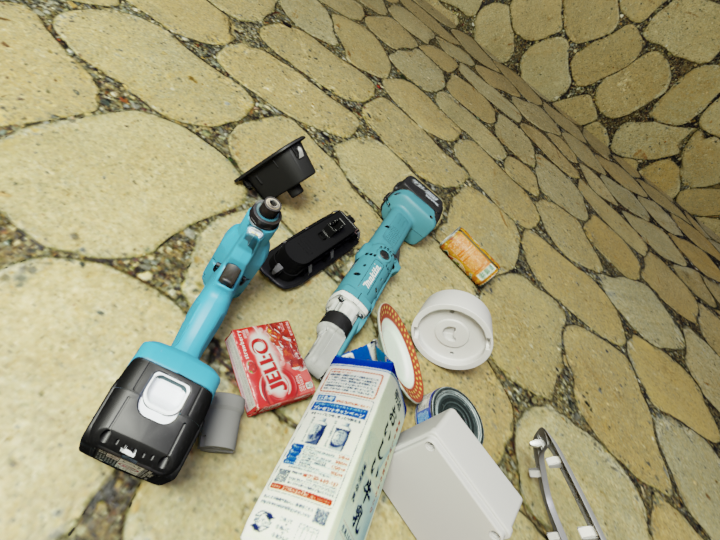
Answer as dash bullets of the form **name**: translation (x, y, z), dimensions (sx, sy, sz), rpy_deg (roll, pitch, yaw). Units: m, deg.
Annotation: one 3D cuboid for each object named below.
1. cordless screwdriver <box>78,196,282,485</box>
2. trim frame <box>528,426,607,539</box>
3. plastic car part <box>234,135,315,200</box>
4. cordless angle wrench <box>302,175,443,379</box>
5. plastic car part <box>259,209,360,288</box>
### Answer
- **cordless screwdriver**: translation (-0.142, 0.047, 0.385), dimensions (0.072, 0.161, 0.253), rpy_deg (30, 44, -16)
- **trim frame**: translation (0.225, 0.289, 0.445), dimensions (0.028, 0.178, 0.254), rpy_deg (-12, 26, 4)
- **plastic car part**: translation (-0.114, -0.137, 0.616), dimensions (0.069, 0.121, 0.065), rpy_deg (61, 39, -16)
- **cordless angle wrench**: translation (0.023, -0.009, 0.627), dimensions (0.097, 0.075, 0.421), rpy_deg (39, 43, -5)
- **plastic car part**: translation (-0.059, -0.038, 0.600), dimensions (0.066, 0.068, 0.199), rpy_deg (52, 44, -2)
